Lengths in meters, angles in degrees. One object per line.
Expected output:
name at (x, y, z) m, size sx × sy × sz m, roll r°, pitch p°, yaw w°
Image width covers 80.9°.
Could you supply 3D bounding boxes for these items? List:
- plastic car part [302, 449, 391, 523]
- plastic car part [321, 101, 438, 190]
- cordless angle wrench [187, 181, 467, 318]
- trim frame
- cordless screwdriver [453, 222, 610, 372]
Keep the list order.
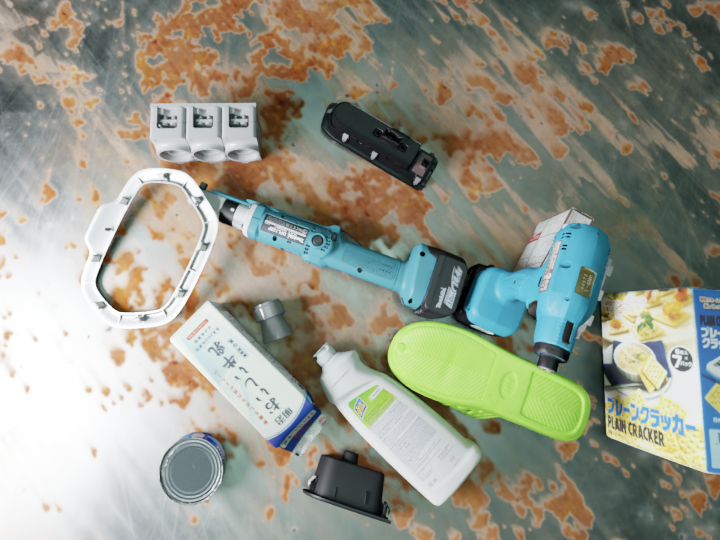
plastic car part at (-0.014, 0.290, 0.583) m, size 0.117 × 0.065 × 0.071 m, roll 20°, pitch 65°, yaw 3°
plastic car part at (0.027, -0.206, 0.671) m, size 0.205 × 0.066 × 0.066 m, roll 31°, pitch 87°, yaw 5°
cordless angle wrench at (-0.062, -0.040, 0.633) m, size 0.426 × 0.073 × 0.098 m, roll 20°, pitch 79°, yaw 3°
trim frame at (-0.315, -0.033, 0.620) m, size 0.188 × 0.027 × 0.248 m, roll 26°, pitch 90°, yaw 10°
cordless screwdriver at (0.197, 0.047, 0.534) m, size 0.074 × 0.248 × 0.160 m, roll 25°, pitch 75°, yaw -4°
